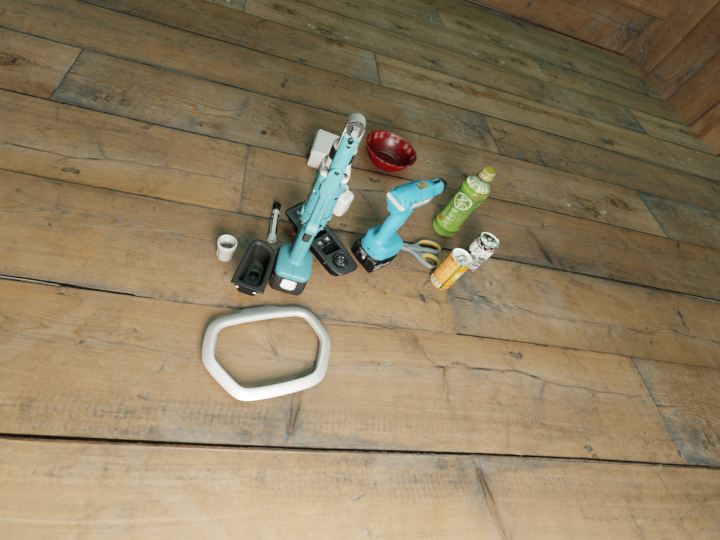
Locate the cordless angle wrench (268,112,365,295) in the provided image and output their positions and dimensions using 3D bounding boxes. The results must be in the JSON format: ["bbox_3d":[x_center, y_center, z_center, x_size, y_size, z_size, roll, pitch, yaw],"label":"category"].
[{"bbox_3d":[-0.080,-0.102,0.755,0.073,0.421,0.100,18,50,-14],"label":"cordless angle wrench"}]

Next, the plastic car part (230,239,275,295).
[{"bbox_3d":[-0.214,0.004,0.851,0.065,0.070,0.118,21,49,-9],"label":"plastic car part"}]

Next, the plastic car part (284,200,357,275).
[{"bbox_3d":[-0.093,-0.061,0.954,0.064,0.066,0.210,-28,68,-37],"label":"plastic car part"}]

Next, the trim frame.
[{"bbox_3d":[-0.169,0.143,0.787,0.240,0.027,0.192,-8,57,-27],"label":"trim frame"}]

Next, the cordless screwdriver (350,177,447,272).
[{"bbox_3d":[0.086,-0.106,0.940,0.154,0.248,0.077,-24,69,-36],"label":"cordless screwdriver"}]
